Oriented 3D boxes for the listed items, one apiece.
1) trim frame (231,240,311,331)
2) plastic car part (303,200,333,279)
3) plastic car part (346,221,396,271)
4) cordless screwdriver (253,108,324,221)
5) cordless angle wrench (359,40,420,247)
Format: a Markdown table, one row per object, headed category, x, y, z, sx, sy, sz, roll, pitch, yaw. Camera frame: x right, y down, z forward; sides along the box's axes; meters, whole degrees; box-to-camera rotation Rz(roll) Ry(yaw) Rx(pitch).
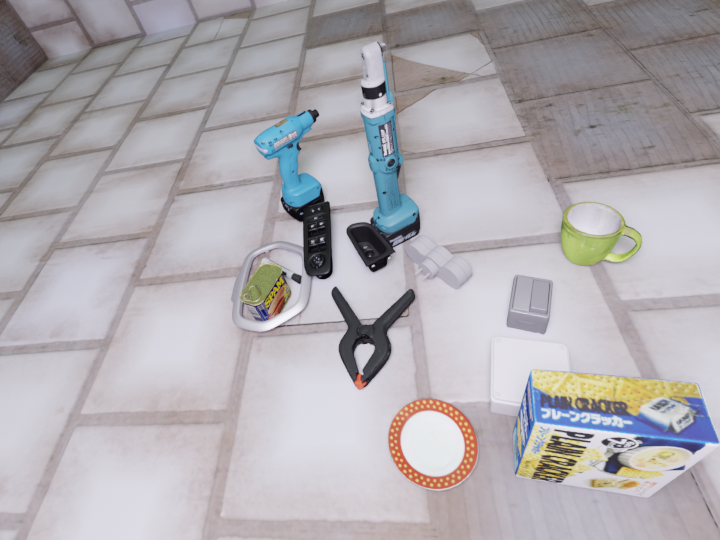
| category | x | y | z | sx | sy | sz | roll | pitch | yaw |
| --- | --- | --- | --- | --- | --- | --- | --- | --- | --- |
| trim frame | -0.195 | 0.027 | 0.918 | 0.187 | 0.026 | 0.256 | -9 | 49 | 9 |
| plastic car part | -0.091 | -0.060 | 0.936 | 0.067 | 0.064 | 0.210 | -10 | 49 | 6 |
| plastic car part | 0.019 | -0.044 | 0.886 | 0.065 | 0.068 | 0.123 | -26 | 48 | -8 |
| cordless screwdriver | -0.140 | -0.245 | 0.991 | 0.157 | 0.238 | 0.079 | -36 | 52 | -17 |
| cordless angle wrench | 0.046 | -0.215 | 0.798 | 0.097 | 0.404 | 0.078 | -26 | 49 | -10 |
